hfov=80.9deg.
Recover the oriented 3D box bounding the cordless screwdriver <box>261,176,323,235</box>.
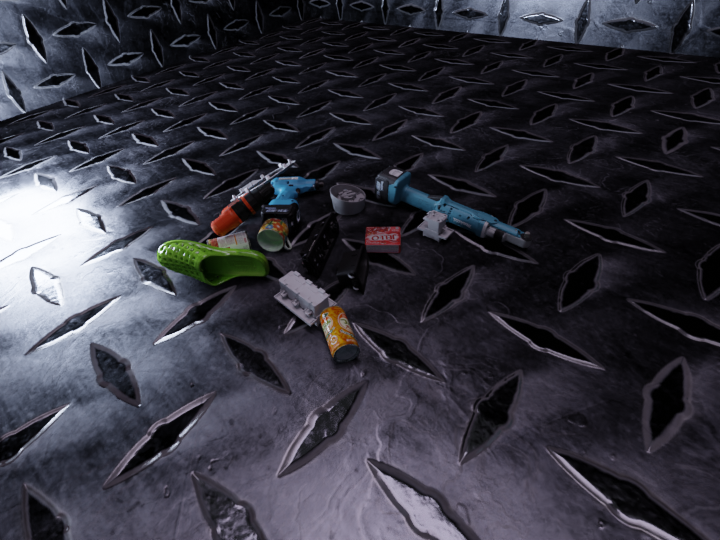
[{"bbox_3d":[-0.193,-0.197,1.211,0.161,0.072,0.255,-3,38,4],"label":"cordless screwdriver"}]

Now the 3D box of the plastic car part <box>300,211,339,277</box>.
[{"bbox_3d":[-0.104,-0.068,1.067,0.070,0.063,0.204,-12,36,33],"label":"plastic car part"}]

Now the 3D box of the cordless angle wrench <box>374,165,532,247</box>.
[{"bbox_3d":[0.230,-0.158,1.101,0.445,0.095,0.073,30,51,29],"label":"cordless angle wrench"}]

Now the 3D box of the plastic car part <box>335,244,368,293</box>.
[{"bbox_3d":[-0.023,-0.005,0.985,0.073,0.063,0.119,-10,36,16],"label":"plastic car part"}]

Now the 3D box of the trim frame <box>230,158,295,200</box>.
[{"bbox_3d":[-0.300,-0.281,1.303,0.192,0.027,0.246,-8,32,49],"label":"trim frame"}]
